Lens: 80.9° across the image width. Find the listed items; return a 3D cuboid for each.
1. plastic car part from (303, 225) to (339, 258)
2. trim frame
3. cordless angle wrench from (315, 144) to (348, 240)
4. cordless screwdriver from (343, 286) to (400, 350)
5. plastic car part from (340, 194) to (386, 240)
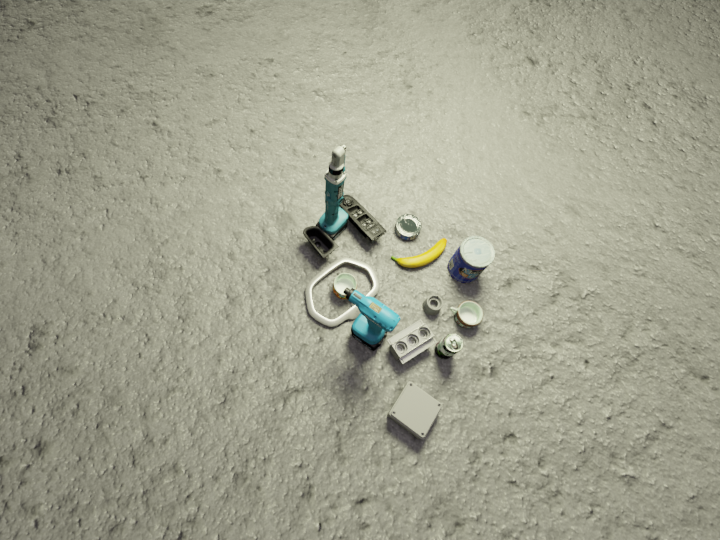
[{"bbox_3d":[-0.133,-0.087,1.365,0.065,0.069,0.120,-38,72,-18],"label":"plastic car part"},{"bbox_3d":[-0.058,0.064,1.319,0.246,0.027,0.190,-38,71,-16],"label":"trim frame"},{"bbox_3d":[-0.077,-0.220,1.238,0.076,0.415,0.097,40,69,11],"label":"cordless angle wrench"},{"bbox_3d":[0.015,0.132,1.169,0.163,0.244,0.074,35,68,10],"label":"cordless screwdriver"},{"bbox_3d":[-0.004,-0.174,1.409,0.065,0.065,0.210,-34,70,-17],"label":"plastic car part"}]
